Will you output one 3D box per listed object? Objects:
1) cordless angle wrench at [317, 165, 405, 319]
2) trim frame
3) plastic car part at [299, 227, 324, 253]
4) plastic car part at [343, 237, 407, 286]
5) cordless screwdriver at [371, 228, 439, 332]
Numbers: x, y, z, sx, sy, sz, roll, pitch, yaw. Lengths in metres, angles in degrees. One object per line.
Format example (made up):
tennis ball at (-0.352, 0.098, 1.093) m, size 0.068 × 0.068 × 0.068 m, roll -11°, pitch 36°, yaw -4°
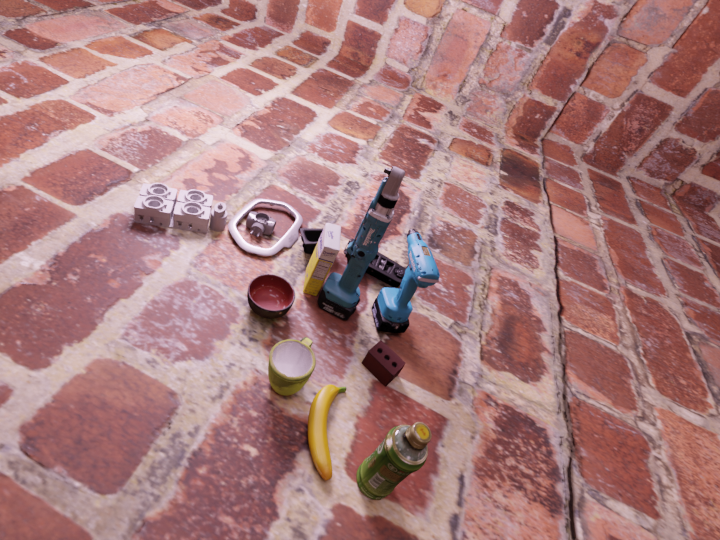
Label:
cordless angle wrench at (0.007, -0.051, 0.946) m, size 0.099 × 0.418 × 0.074 m, roll 28°, pitch 41°, yaw 3°
trim frame at (-0.267, -0.128, 1.213) m, size 0.187 × 0.027 × 0.248 m, roll 25°, pitch 42°, yaw 5°
plastic car part at (-0.116, -0.076, 1.185) m, size 0.112 × 0.070 × 0.069 m, roll -1°, pitch 47°, yaw -24°
plastic car part at (0.045, -0.009, 1.181) m, size 0.205 × 0.066 × 0.066 m, roll 25°, pitch 41°, yaw 5°
cordless screwdriver at (0.103, 0.030, 1.027) m, size 0.072 × 0.246 × 0.165 m, roll 8°, pitch 44°, yaw -19°
